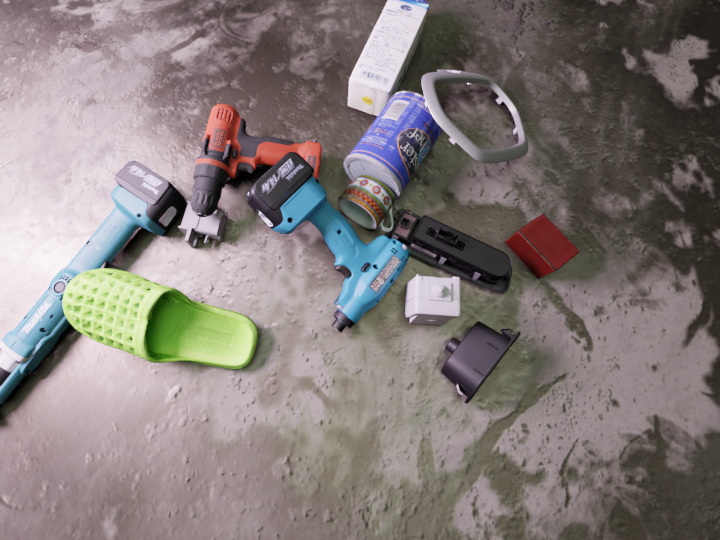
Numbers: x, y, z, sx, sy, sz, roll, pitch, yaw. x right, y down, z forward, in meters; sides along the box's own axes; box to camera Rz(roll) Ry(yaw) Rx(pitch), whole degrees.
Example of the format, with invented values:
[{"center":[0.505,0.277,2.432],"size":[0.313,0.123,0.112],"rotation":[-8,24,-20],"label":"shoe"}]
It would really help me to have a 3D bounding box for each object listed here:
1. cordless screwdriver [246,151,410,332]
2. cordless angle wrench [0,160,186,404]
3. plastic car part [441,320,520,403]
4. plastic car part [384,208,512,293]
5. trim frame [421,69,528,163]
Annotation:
[{"center":[-0.060,-0.039,0.609],"size":[0.244,0.076,0.159],"rotation":[41,78,-11],"label":"cordless screwdriver"},{"center":[-0.428,0.029,0.629],"size":[0.100,0.073,0.423],"rotation":[31,78,7],"label":"cordless angle wrench"},{"center":[0.159,0.119,0.599],"size":[0.074,0.063,0.116],"rotation":[40,80,25],"label":"plastic car part"},{"center":[0.142,-0.036,0.645],"size":[0.205,0.066,0.066],"rotation":[28,68,6],"label":"plastic car part"},{"center":[0.187,-0.251,0.674],"size":[0.240,0.028,0.187],"rotation":[-21,79,-37],"label":"trim frame"}]
